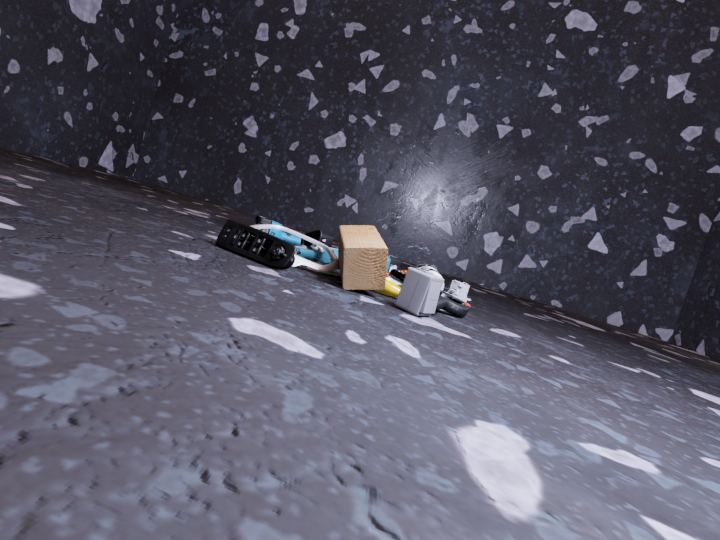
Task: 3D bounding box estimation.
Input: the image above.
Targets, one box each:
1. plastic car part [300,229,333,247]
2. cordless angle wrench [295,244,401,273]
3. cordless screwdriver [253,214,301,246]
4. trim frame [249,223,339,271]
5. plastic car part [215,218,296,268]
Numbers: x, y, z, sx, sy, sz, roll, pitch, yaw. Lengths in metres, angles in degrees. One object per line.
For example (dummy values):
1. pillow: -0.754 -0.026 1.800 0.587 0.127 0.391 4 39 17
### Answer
1. plastic car part: -0.122 -0.080 1.244 0.067 0.067 0.121 13 -14 -36
2. cordless angle wrench: -0.049 -0.033 1.219 0.401 0.074 0.104 8 10 -43
3. cordless screwdriver: -0.229 -0.103 1.363 0.244 0.074 0.163 20 4 -12
4. trim frame: -0.165 -0.058 1.044 0.250 0.027 0.184 24 21 1
5. plastic car part: -0.217 -0.046 0.904 0.214 0.066 0.063 18 -21 33
